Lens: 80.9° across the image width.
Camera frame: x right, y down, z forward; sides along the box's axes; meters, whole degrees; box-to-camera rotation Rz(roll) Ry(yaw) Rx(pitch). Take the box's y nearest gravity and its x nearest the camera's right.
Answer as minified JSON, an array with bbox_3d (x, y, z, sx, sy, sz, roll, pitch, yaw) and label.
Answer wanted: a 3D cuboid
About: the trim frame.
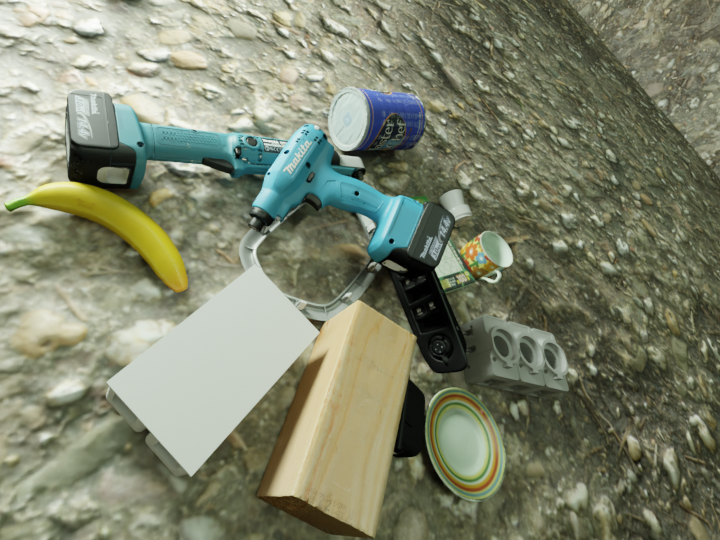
[{"bbox_3d":[-0.058,-0.038,0.594,0.185,0.028,0.246,41,51,2],"label":"trim frame"}]

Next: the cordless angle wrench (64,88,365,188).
[{"bbox_3d":[-0.162,-0.160,0.586,0.405,0.075,0.101,-5,65,-36],"label":"cordless angle wrench"}]

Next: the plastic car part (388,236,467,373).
[{"bbox_3d":[0.099,0.050,0.617,0.063,0.068,0.210,21,45,-54],"label":"plastic car part"}]

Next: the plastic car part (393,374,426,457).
[{"bbox_3d":[0.049,0.173,0.509,0.068,0.068,0.117,45,43,-22],"label":"plastic car part"}]

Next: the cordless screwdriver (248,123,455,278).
[{"bbox_3d":[-0.014,-0.069,0.559,0.248,0.074,0.159,31,75,-2],"label":"cordless screwdriver"}]
